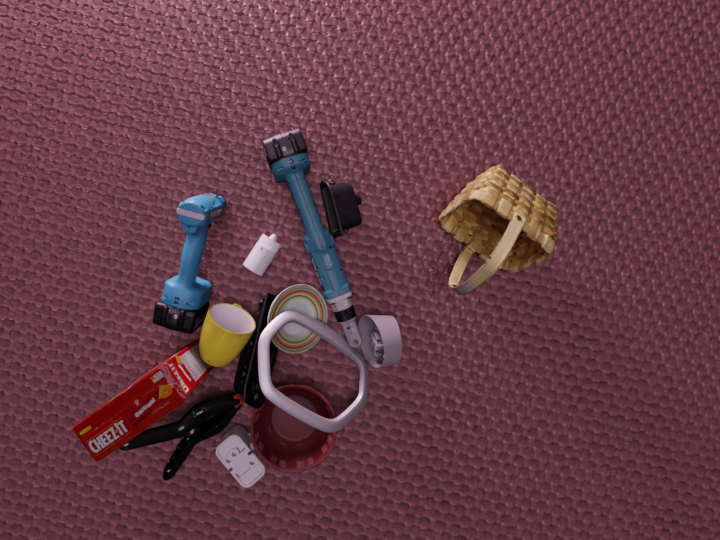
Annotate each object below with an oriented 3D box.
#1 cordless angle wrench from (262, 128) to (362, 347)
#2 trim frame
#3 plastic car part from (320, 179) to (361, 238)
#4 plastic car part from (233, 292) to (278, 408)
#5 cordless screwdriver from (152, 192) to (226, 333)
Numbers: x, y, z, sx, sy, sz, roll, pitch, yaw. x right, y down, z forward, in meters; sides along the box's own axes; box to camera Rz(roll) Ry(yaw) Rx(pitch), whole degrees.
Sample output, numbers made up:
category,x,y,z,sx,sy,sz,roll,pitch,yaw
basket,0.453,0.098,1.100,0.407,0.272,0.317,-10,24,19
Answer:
category,x,y,z,sx,sy,sz,roll,pitch,yaw
cordless angle wrench,-0.078,-0.051,0.802,0.074,0.099,0.421,-20,93,-8
trim frame,-0.082,0.181,0.775,0.241,0.028,0.186,33,56,-16
plastic car part,-0.032,-0.125,0.823,0.069,0.067,0.117,-9,86,-20
plastic car part,-0.193,0.146,0.786,0.069,0.063,0.206,-3,68,24
cordless screwdriver,-0.303,-0.021,0.783,0.074,0.161,0.246,15,104,-4
